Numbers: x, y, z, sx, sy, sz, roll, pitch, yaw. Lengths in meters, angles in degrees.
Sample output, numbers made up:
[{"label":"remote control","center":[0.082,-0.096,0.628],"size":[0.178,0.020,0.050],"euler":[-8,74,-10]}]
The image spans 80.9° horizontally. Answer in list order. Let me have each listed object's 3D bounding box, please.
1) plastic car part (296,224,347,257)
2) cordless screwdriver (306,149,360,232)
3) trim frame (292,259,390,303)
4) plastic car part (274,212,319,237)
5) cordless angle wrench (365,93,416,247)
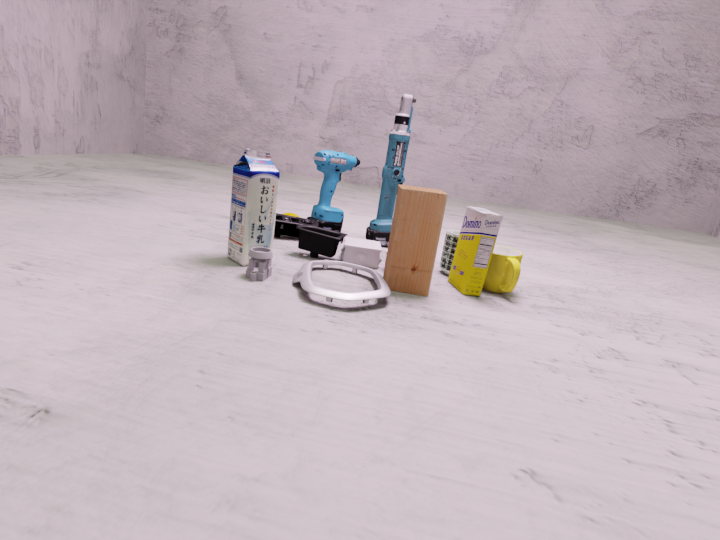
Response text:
[{"label":"plastic car part","center":[-0.098,-0.064,1.007],"size":[0.120,0.070,0.065],"euler":[12,15,15]},{"label":"cordless screwdriver","center":[-0.077,-0.226,1.253],"size":[0.152,0.246,0.079],"euler":[-5,20,-43]},{"label":"trim frame","center":[-0.040,0.018,0.830],"size":[0.182,0.027,0.254],"euler":[5,16,-7]},{"label":"plastic car part","center":[-0.213,-0.123,1.163],"size":[0.198,0.066,0.068],"euler":[4,16,-13]},{"label":"cordless angle wrench","center":[0.094,-0.276,1.192],"size":[0.096,0.418,0.077],"euler":[5,14,-15]}]
